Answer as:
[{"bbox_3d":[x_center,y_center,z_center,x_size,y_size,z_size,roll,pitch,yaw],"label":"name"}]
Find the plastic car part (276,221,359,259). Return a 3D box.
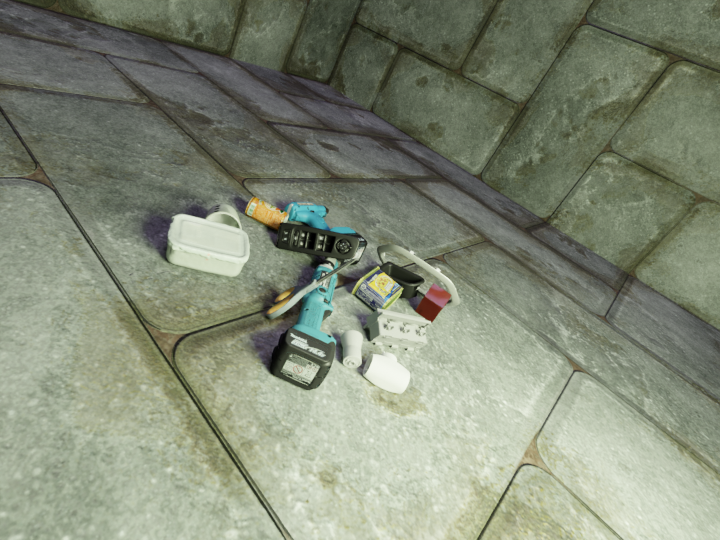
[{"bbox_3d":[-0.102,-0.066,1.039,0.209,0.067,0.065,10,-8,16],"label":"plastic car part"}]

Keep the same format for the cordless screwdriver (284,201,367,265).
[{"bbox_3d":[-0.083,-0.115,1.175,0.152,0.074,0.262,-8,40,-48],"label":"cordless screwdriver"}]

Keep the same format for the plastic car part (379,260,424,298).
[{"bbox_3d":[0.098,0.035,1.070,0.122,0.069,0.064,28,39,29],"label":"plastic car part"}]

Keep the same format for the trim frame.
[{"bbox_3d":[0.146,0.011,1.087,0.256,0.180,0.027,34,69,14],"label":"trim frame"}]

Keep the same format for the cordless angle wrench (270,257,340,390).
[{"bbox_3d":[-0.088,0.063,0.876,0.097,0.074,0.429,24,26,-8],"label":"cordless angle wrench"}]
